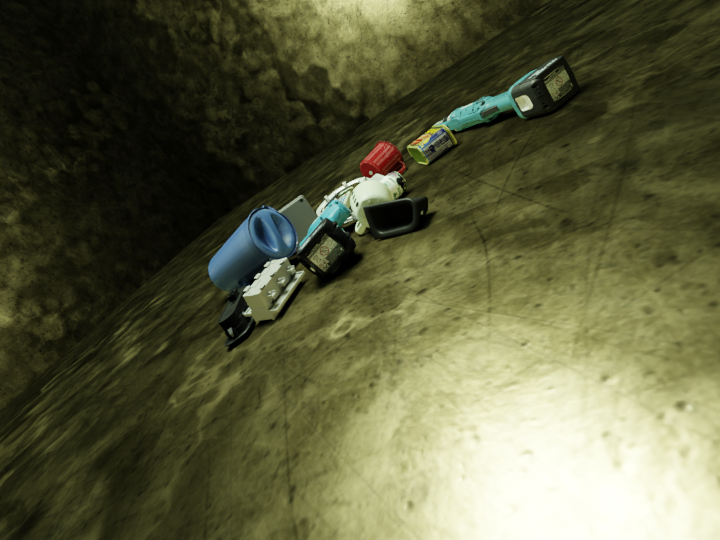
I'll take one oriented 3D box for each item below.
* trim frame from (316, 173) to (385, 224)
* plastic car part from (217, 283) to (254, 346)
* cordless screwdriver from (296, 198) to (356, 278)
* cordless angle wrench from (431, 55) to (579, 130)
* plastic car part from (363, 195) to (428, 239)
[{"bbox_3d":[-0.020,-0.179,1.048,0.183,0.026,0.260,-35,28,-6],"label":"trim frame"},{"bbox_3d":[-0.242,0.077,0.851,0.067,0.065,0.209,-27,23,5],"label":"plastic car part"},{"bbox_3d":[-0.084,-0.055,0.863,0.160,0.073,0.253,-47,15,13],"label":"cordless screwdriver"},{"bbox_3d":[0.287,-0.369,0.973,0.097,0.072,0.437,-39,18,-11],"label":"cordless angle wrench"},{"bbox_3d":[0.074,-0.102,0.747,0.121,0.065,0.069,-8,18,46],"label":"plastic car part"}]
